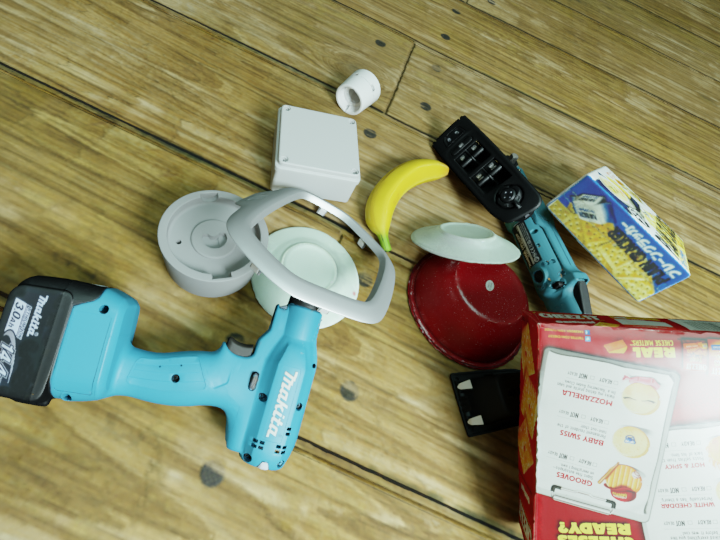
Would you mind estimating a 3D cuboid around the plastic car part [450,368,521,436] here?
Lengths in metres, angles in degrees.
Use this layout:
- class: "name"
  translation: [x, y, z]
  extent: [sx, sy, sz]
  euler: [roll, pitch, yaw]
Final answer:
- class: "plastic car part"
  translation: [0.169, 0.131, 0.450]
  extent: [0.114, 0.070, 0.068]
  euler: [-3, 65, -17]

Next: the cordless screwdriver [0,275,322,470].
- class: "cordless screwdriver"
  translation: [-0.158, 0.059, 0.365]
  extent: [0.244, 0.075, 0.160]
  euler: [18, 78, -10]

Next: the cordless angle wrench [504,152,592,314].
- class: "cordless angle wrench"
  translation: [0.254, 0.009, 0.548]
  extent: [0.072, 0.097, 0.438]
  euler: [3, 55, -19]

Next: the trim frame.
- class: "trim frame"
  translation: [-0.043, -0.028, 0.441]
  extent: [0.184, 0.027, 0.248]
  euler: [35, 24, -2]

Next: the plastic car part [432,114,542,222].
- class: "plastic car part"
  translation: [0.182, -0.137, 0.609]
  extent: [0.063, 0.067, 0.213]
  euler: [36, 22, -45]
